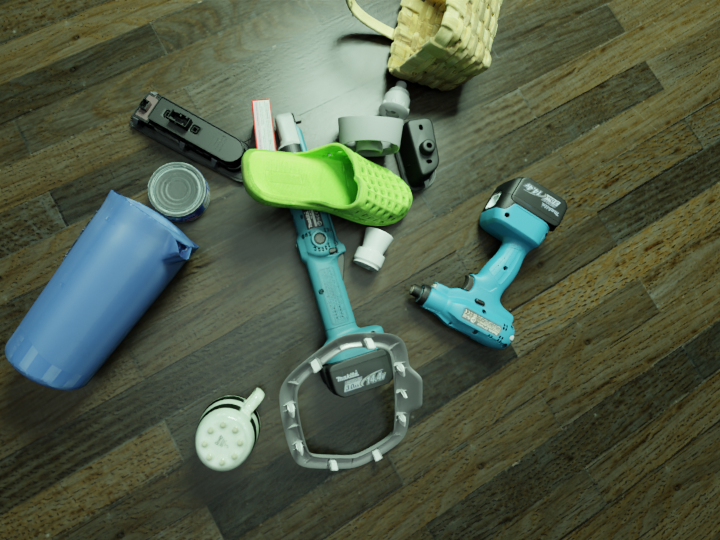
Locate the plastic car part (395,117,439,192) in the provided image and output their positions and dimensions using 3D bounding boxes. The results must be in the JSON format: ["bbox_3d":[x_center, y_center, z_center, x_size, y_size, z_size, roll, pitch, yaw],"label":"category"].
[{"bbox_3d":[0.093,-0.188,0.658,0.065,0.071,0.118,-11,80,-9],"label":"plastic car part"}]

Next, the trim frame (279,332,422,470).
[{"bbox_3d":[-0.008,0.178,0.541,0.181,0.029,0.241,-13,120,-13],"label":"trim frame"}]

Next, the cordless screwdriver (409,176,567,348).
[{"bbox_3d":[0.191,-0.024,0.641,0.159,0.074,0.249,27,83,-2],"label":"cordless screwdriver"}]

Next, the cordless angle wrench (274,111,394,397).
[{"bbox_3d":[-0.061,-0.040,0.621,0.096,0.074,0.429,-15,80,-12],"label":"cordless angle wrench"}]

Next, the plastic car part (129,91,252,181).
[{"bbox_3d":[-0.248,-0.208,0.634,0.202,0.067,0.066,30,72,-4],"label":"plastic car part"}]
